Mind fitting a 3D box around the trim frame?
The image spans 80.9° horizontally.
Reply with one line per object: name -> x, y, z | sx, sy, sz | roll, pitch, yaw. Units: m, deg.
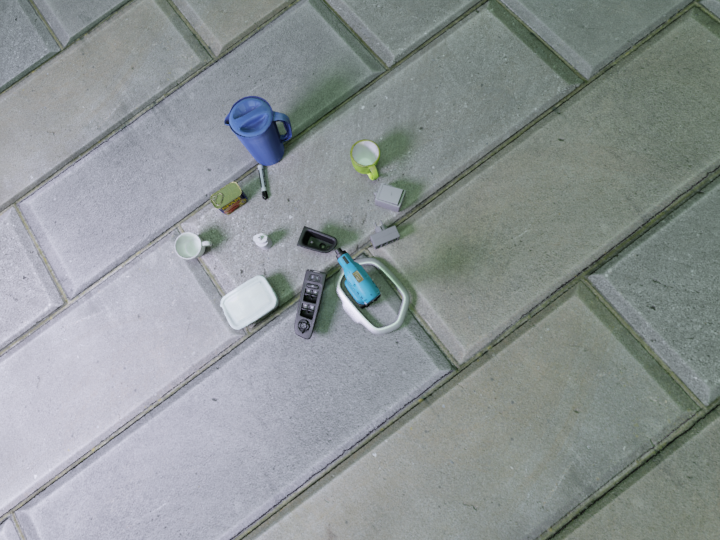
trim frame -> 0.033, 0.073, 1.272 | 0.184, 0.027, 0.255 | -42, 76, -3

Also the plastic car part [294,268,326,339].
plastic car part -> -0.151, 0.102, 1.268 | 0.067, 0.065, 0.204 | 11, 79, 7

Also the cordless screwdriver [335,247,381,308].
cordless screwdriver -> -0.010, 0.024, 1.177 | 0.074, 0.244, 0.163 | -35, 80, -4

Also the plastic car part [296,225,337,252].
plastic car part -> -0.128, -0.083, 1.304 | 0.119, 0.069, 0.066 | 19, 81, 9
